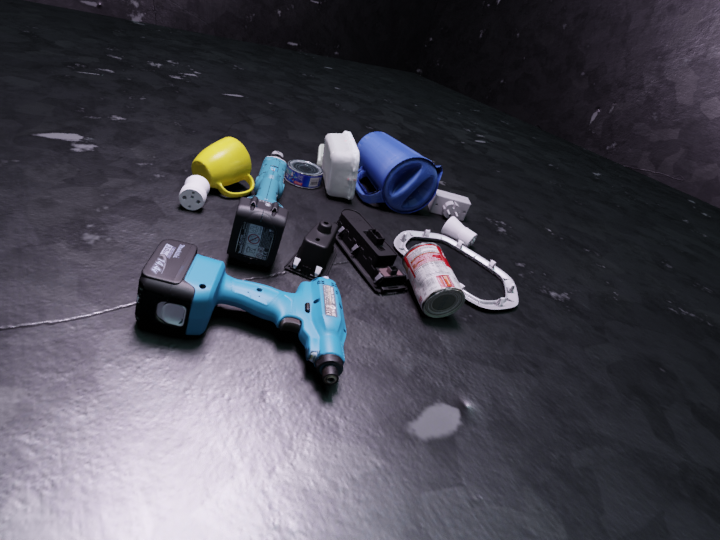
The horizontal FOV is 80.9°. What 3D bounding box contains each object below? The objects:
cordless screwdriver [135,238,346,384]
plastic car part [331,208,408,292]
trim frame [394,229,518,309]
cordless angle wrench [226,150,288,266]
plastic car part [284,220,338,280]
[{"bbox_3d":[-0.136,0.051,0.505,0.243,0.073,0.165,12,32,-14],"label":"cordless screwdriver"},{"bbox_3d":[0.007,-0.046,0.731,0.064,0.065,0.214,-10,38,-27],"label":"plastic car part"},{"bbox_3d":[0.176,-0.011,0.783,0.177,0.027,0.261,-19,48,-42],"label":"trim frame"},{"bbox_3d":[-0.172,-0.155,0.792,0.073,0.097,0.436,14,28,-14],"label":"cordless angle wrench"},{"bbox_3d":[-0.067,-0.044,0.682,0.067,0.070,0.117,21,35,3],"label":"plastic car part"}]
